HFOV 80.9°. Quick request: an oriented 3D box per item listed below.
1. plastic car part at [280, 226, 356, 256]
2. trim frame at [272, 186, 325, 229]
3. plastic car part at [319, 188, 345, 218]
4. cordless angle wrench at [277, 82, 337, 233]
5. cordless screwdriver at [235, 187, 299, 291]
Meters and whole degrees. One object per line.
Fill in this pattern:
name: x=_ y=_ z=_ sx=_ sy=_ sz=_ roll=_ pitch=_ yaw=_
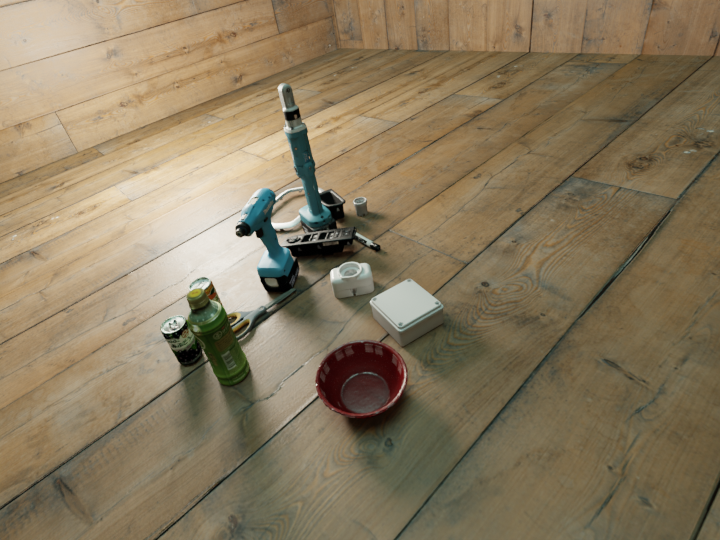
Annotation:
plastic car part: x=-0.109 y=-0.072 z=1.118 sx=0.208 sy=0.064 sz=0.067 roll=-3 pitch=38 yaw=14
trim frame: x=-0.214 y=-0.203 z=1.349 sx=0.193 sy=0.026 sz=0.247 roll=11 pitch=44 yaw=29
plastic car part: x=-0.084 y=-0.187 z=1.253 sx=0.065 sy=0.068 sz=0.123 roll=-25 pitch=39 yaw=-16
cordless angle wrench: x=-0.147 y=-0.272 z=1.103 sx=0.073 sy=0.406 sz=0.104 roll=-27 pitch=39 yaw=-21
cordless screwdriver: x=-0.219 y=-0.050 z=0.982 sx=0.076 sy=0.239 sz=0.161 roll=0 pitch=38 yaw=15
